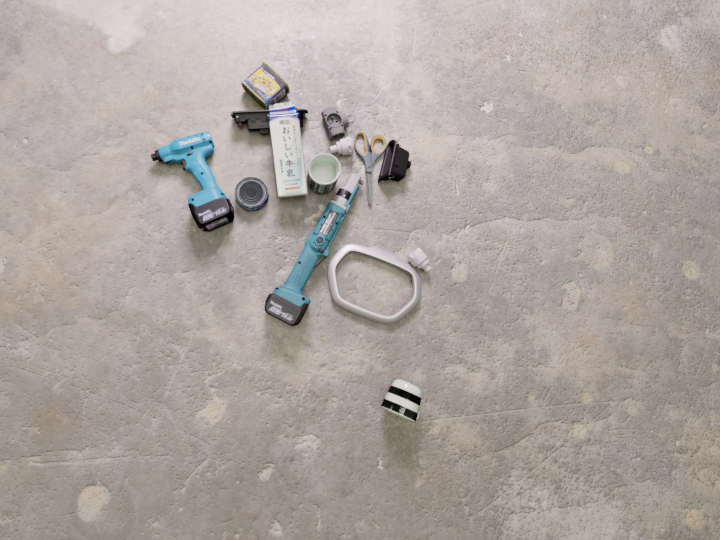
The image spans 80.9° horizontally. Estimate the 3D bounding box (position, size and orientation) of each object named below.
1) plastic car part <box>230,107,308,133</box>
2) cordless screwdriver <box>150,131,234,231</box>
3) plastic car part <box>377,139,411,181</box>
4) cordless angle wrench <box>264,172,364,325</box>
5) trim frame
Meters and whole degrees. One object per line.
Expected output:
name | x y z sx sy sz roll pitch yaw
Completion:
plastic car part | -0.234 -0.395 1.110 0.201 0.067 0.067 -9 93 -6
cordless screwdriver | -0.419 -0.220 1.060 0.158 0.074 0.253 -20 79 -8
plastic car part | 0.099 -0.285 1.121 0.069 0.068 0.117 21 76 -19
cordless angle wrench | -0.104 -0.068 1.060 0.098 0.074 0.424 27 77 -2
trim frame | 0.035 0.030 1.073 0.249 0.027 0.185 20 80 1
